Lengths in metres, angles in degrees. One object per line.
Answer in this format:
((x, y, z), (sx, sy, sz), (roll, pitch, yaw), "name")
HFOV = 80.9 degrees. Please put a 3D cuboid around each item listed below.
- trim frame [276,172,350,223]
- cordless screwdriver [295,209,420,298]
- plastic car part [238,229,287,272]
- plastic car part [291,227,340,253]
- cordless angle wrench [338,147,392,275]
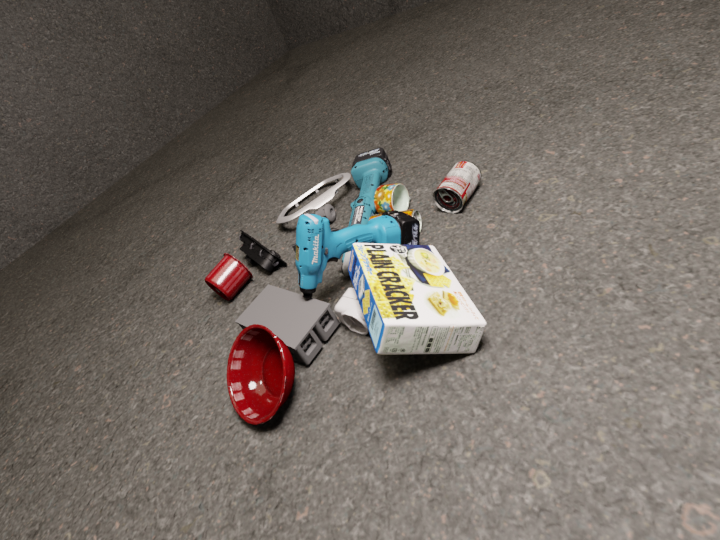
((-0.131, -0.201, 1.178), (0.246, 0.027, 0.192), (-36, 23, -11), "trim frame")
((-0.009, -0.035, 0.818), (0.240, 0.156, 0.078), (-7, 23, -26), "cordless screwdriver")
((-0.262, -0.045, 1.085), (0.215, 0.063, 0.067), (24, 70, 48), "plastic car part")
((-0.098, -0.064, 1.004), (0.117, 0.064, 0.073), (-25, 21, 1), "plastic car part")
((0.007, -0.148, 1.019), (0.101, 0.071, 0.431), (-12, 42, 23), "cordless angle wrench")
